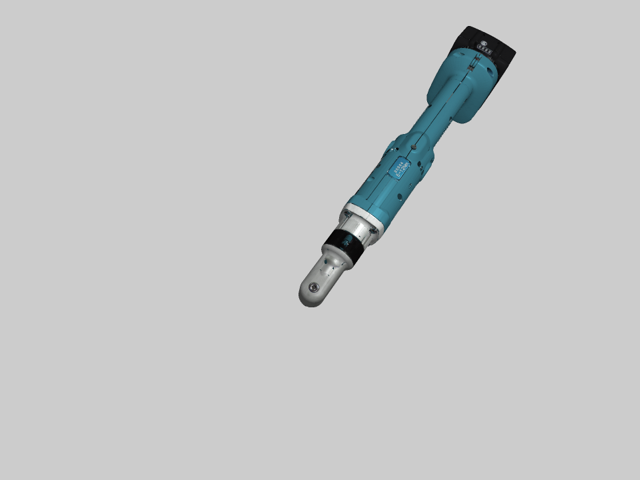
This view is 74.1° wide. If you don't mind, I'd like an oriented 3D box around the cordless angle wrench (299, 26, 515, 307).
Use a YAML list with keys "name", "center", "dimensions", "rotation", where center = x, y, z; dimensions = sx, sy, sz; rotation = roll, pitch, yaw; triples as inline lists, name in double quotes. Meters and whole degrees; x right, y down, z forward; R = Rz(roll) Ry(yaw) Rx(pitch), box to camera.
- name: "cordless angle wrench"
  center: [0.103, -0.094, 0.502]
  dimensions: [0.074, 0.421, 0.098]
  rotation: [34, -23, 8]
